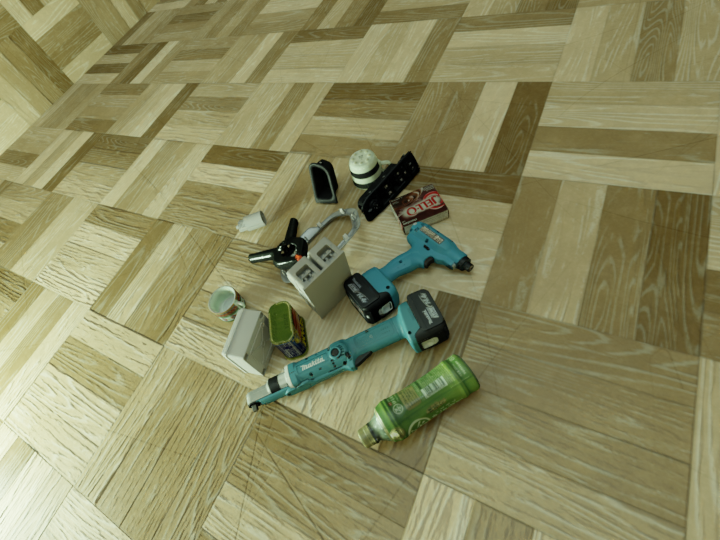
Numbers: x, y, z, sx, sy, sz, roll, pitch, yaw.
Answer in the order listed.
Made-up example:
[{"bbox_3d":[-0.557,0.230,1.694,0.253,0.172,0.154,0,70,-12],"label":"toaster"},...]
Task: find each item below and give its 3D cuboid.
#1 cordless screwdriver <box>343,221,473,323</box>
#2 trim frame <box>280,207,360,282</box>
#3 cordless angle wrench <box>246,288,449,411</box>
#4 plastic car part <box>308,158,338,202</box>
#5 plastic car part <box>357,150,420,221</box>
[{"bbox_3d":[0.098,0.013,0.883,0.247,0.071,0.168,-39,52,-11],"label":"cordless screwdriver"},{"bbox_3d":[-0.099,-0.065,1.012,0.247,0.026,0.193,-49,31,-11],"label":"trim frame"},{"bbox_3d":[-0.039,0.171,0.833,0.426,0.070,0.102,-26,52,7],"label":"cordless angle wrench"},{"bbox_3d":[-0.090,-0.243,1.118,0.068,0.112,0.071,5,35,23],"label":"plastic car part"},{"bbox_3d":[0.060,-0.212,1.056,0.071,0.063,0.202,23,68,42],"label":"plastic car part"}]
